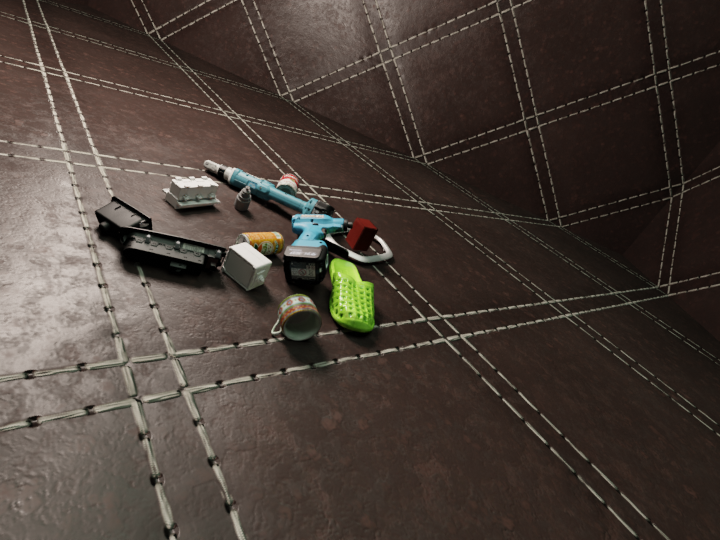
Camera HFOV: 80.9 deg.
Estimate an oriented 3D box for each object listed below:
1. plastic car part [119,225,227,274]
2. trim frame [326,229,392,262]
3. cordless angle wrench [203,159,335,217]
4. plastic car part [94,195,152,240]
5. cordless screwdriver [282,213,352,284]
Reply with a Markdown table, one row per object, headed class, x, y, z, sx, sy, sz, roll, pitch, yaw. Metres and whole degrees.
| class | x | y | z | sx | sy | sz | roll | pitch | yaw |
| --- | --- | --- | --- | --- | --- | --- | --- | --- | --- |
| plastic car part | -0.370 | -0.031 | 0.825 | 0.196 | 0.067 | 0.069 | 17 | 53 | -18 |
| trim frame | -0.006 | -0.081 | 1.262 | 0.193 | 0.027 | 0.238 | 40 | 32 | 27 |
| cordless angle wrench | -0.284 | -0.239 | 1.258 | 0.431 | 0.074 | 0.096 | 25 | 3 | 9 |
| plastic car part | -0.483 | -0.095 | 0.848 | 0.120 | 0.065 | 0.070 | 29 | 40 | 13 |
| cordless screwdriver | -0.100 | -0.066 | 1.025 | 0.160 | 0.072 | 0.255 | 0 | 32 | 2 |
